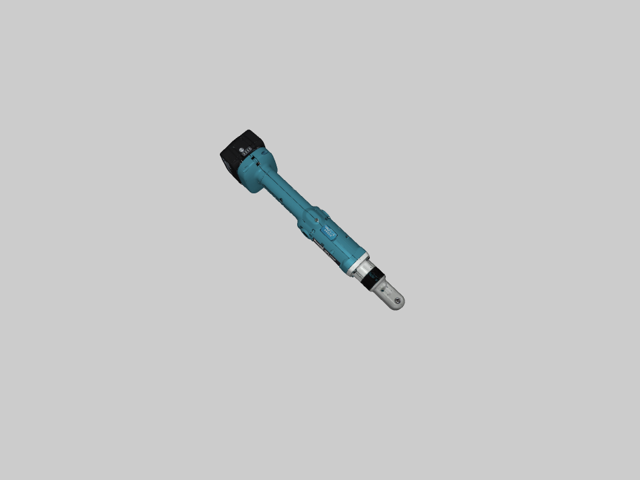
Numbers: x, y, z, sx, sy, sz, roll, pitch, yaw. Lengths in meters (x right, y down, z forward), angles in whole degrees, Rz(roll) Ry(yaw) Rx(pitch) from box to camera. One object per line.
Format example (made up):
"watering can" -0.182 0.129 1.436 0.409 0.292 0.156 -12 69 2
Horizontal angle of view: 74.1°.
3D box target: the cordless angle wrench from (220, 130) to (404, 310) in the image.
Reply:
"cordless angle wrench" -0.010 -0.029 0.765 0.422 0.074 0.098 44 -11 12
